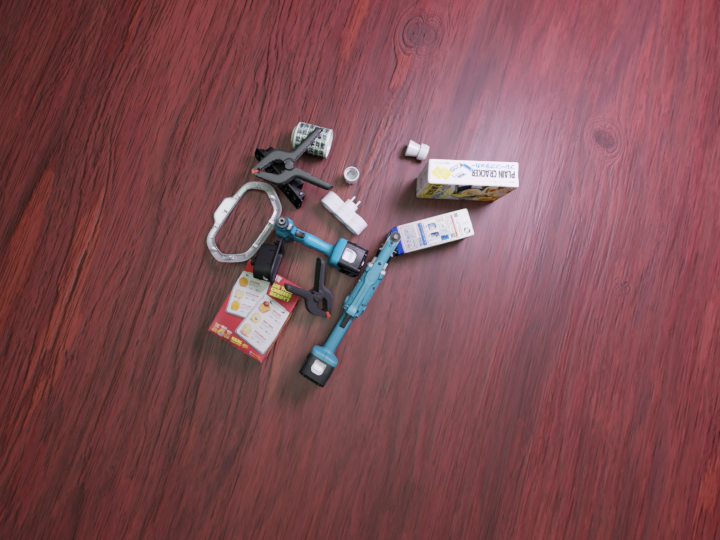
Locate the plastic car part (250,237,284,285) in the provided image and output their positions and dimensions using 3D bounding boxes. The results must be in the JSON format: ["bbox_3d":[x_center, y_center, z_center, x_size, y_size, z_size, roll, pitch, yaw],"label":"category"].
[{"bbox_3d":[-0.240,-0.023,1.071,0.072,0.064,0.118,11,54,7],"label":"plastic car part"}]

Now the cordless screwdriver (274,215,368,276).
[{"bbox_3d":[-0.106,-0.069,1.080,0.250,0.158,0.074,25,81,2],"label":"cordless screwdriver"}]

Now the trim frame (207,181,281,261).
[{"bbox_3d":[-0.317,-0.133,1.140,0.193,0.026,0.248,31,85,27],"label":"trim frame"}]

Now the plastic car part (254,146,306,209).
[{"bbox_3d":[-0.214,-0.267,1.159,0.066,0.066,0.206,-42,83,-14],"label":"plastic car part"}]

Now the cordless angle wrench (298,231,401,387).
[{"bbox_3d":[-0.015,0.087,1.061,0.075,0.097,0.423,31,92,2],"label":"cordless angle wrench"}]
